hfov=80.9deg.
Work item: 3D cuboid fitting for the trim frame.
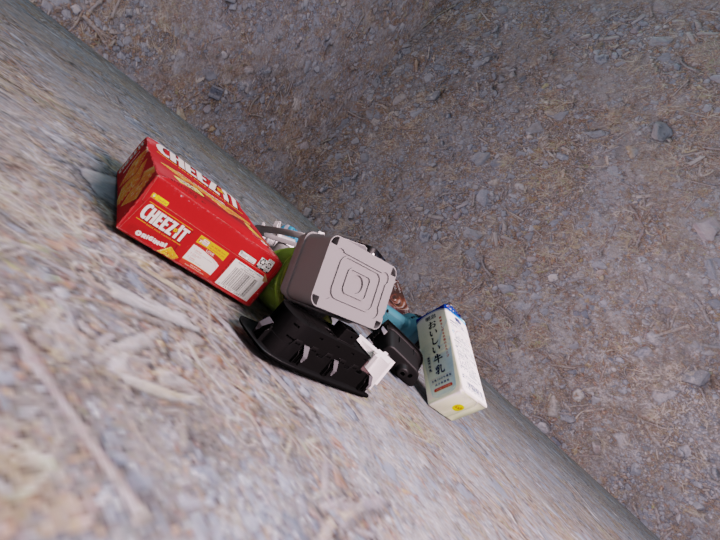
[{"bbox_3d":[-0.073,-0.047,0.743,0.235,0.027,0.194,19,-6,-38],"label":"trim frame"}]

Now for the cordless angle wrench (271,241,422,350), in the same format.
[{"bbox_3d":[-0.010,0.059,0.881,0.405,0.098,0.077,35,9,-24],"label":"cordless angle wrench"}]

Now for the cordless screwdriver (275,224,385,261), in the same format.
[{"bbox_3d":[-0.067,-0.029,0.987,0.260,0.074,0.151,19,-14,26],"label":"cordless screwdriver"}]

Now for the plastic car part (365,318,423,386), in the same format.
[{"bbox_3d":[0.067,0.158,0.751,0.115,0.066,0.071,44,18,-7],"label":"plastic car part"}]

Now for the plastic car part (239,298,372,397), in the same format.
[{"bbox_3d":[-0.042,0.082,0.452,0.191,0.067,0.070,33,16,-49],"label":"plastic car part"}]
